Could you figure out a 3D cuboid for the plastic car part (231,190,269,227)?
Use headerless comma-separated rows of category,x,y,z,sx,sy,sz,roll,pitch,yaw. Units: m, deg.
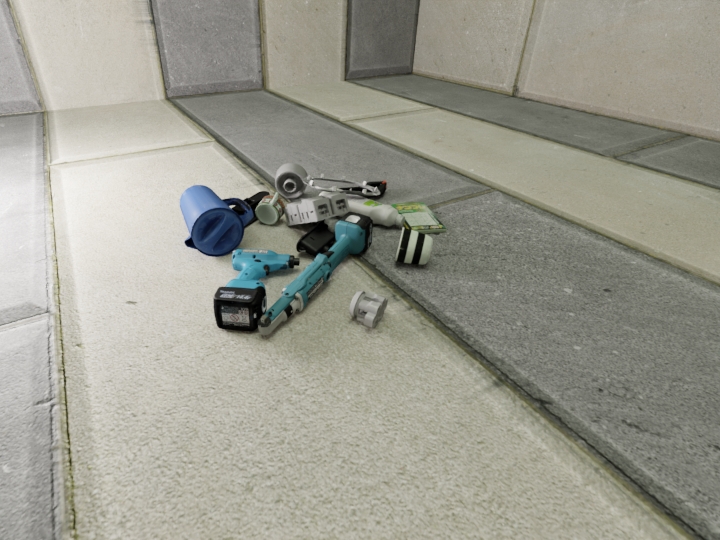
plastic car part,-0.327,-0.186,1.256,0.069,0.065,0.200,9,31,26

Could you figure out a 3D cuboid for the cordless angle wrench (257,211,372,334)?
cordless angle wrench,-0.095,0.002,0.952,0.077,0.095,0.419,17,41,21

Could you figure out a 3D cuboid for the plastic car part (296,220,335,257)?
plastic car part,-0.106,-0.069,1.084,0.073,0.065,0.115,29,43,14

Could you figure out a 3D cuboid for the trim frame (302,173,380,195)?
trim frame,-0.057,-0.262,1.293,0.240,0.027,0.193,3,25,-23

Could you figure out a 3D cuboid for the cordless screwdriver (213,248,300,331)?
cordless screwdriver,-0.220,0.027,0.919,0.159,0.072,0.255,1,29,-1
